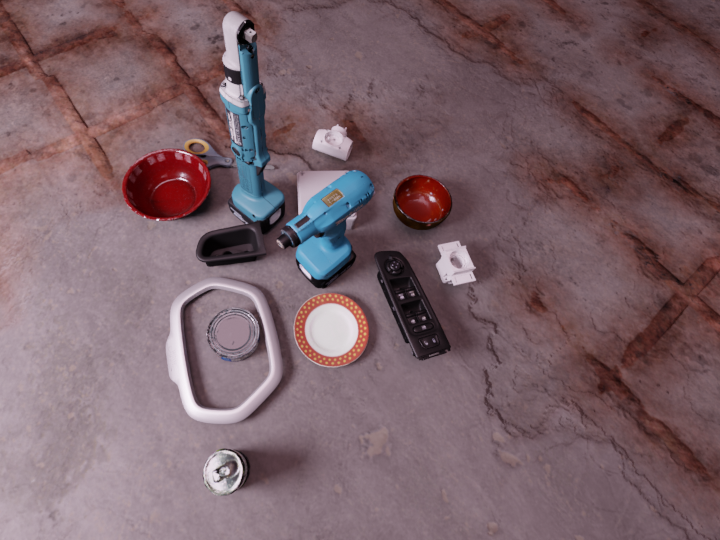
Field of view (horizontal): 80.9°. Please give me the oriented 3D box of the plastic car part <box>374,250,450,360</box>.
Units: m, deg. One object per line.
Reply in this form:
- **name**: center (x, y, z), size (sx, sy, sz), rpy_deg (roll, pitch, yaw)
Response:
- **plastic car part**: center (0.080, 0.057, 0.737), size (0.065, 0.066, 0.210), rpy_deg (-15, 67, -14)

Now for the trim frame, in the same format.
- **trim frame**: center (-0.230, 0.124, 0.703), size (0.181, 0.027, 0.257), rpy_deg (-15, 66, -11)

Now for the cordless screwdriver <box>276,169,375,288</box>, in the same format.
- **cordless screwdriver**: center (-0.066, -0.043, 0.675), size (0.157, 0.245, 0.076), rpy_deg (-39, 78, -22)

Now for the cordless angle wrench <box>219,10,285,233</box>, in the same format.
- **cordless angle wrench**: center (-0.169, -0.195, 0.646), size (0.100, 0.417, 0.074), rpy_deg (40, 66, 8)

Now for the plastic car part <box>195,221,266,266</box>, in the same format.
- **plastic car part**: center (-0.231, -0.036, 0.756), size (0.115, 0.070, 0.068), rpy_deg (-12, 68, -11)
